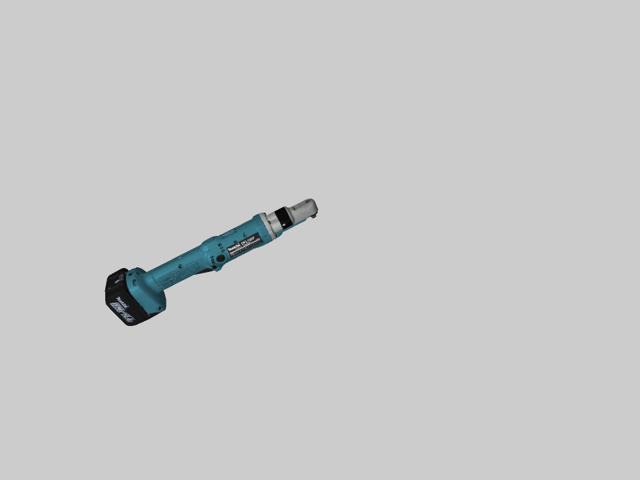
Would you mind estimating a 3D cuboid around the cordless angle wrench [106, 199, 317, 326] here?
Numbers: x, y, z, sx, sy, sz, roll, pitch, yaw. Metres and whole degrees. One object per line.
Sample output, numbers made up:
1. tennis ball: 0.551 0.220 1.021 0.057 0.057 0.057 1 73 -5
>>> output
1. cordless angle wrench: -0.197 0.023 0.817 0.423 0.098 0.074 -27 39 -5
